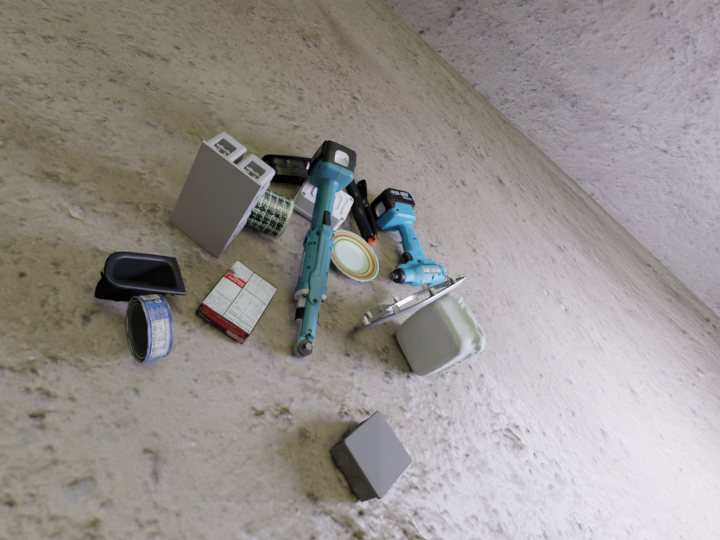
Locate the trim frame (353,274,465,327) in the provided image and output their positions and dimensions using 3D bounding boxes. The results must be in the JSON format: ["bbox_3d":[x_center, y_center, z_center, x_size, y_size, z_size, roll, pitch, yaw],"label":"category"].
[{"bbox_3d":[0.090,0.055,0.786,0.240,0.189,0.028,-25,89,-47],"label":"trim frame"}]

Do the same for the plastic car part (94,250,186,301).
[{"bbox_3d":[-0.316,0.018,0.588,0.111,0.072,0.068,9,48,-55],"label":"plastic car part"}]

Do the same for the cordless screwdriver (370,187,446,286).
[{"bbox_3d":[0.093,-0.076,0.994,0.152,0.075,0.258,0,58,-38],"label":"cordless screwdriver"}]

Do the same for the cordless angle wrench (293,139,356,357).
[{"bbox_3d":[-0.076,-0.050,0.782,0.072,0.099,0.431,18,60,-22],"label":"cordless angle wrench"}]

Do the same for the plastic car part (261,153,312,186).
[{"bbox_3d":[-0.139,-0.223,0.962,0.193,0.069,0.068,3,80,-38],"label":"plastic car part"}]
